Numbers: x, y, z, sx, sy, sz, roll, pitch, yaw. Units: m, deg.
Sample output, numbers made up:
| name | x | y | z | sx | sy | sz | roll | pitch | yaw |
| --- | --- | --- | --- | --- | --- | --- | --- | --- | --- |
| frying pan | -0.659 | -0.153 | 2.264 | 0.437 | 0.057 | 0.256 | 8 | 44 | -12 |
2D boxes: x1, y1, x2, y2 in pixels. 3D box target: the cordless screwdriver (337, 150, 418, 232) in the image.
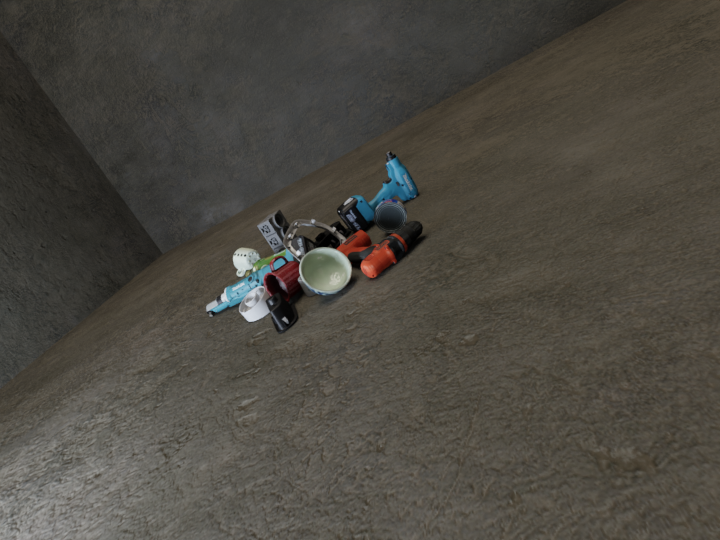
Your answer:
| name | x | y | z | sx | sy | sz | roll | pitch | yaw |
| --- | --- | --- | --- | --- | --- | --- | --- | --- | --- |
| cordless screwdriver | 0.042 | -0.234 | 1.277 | 0.248 | 0.155 | 0.077 | -35 | 17 | -6 |

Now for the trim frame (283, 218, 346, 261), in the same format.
| name | x | y | z | sx | sy | sz | roll | pitch | yaw |
| --- | --- | --- | --- | --- | --- | --- | --- | --- | --- |
| trim frame | -0.111 | -0.072 | 1.133 | 0.252 | 0.183 | 0.027 | -76 | 11 | -61 |

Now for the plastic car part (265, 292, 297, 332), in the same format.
| name | x | y | z | sx | sy | sz | roll | pitch | yaw |
| --- | --- | --- | --- | --- | --- | --- | --- | --- | --- |
| plastic car part | -0.191 | 0.089 | 0.986 | 0.066 | 0.069 | 0.120 | -34 | 17 | -6 |

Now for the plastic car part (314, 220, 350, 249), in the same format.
| name | x | y | z | sx | sy | sz | roll | pitch | yaw |
| --- | --- | --- | --- | --- | --- | --- | --- | --- | --- |
| plastic car part | -0.101 | -0.088 | 1.280 | 0.068 | 0.066 | 0.200 | -23 | 18 | 43 |

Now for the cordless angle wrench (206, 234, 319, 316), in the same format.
| name | x | y | z | sx | sy | sz | roll | pitch | yaw |
| --- | --- | --- | --- | --- | --- | --- | --- | --- | --- |
| cordless angle wrench | -0.306 | 0.034 | 1.249 | 0.432 | 0.070 | 0.101 | -27 | 57 | 24 |
